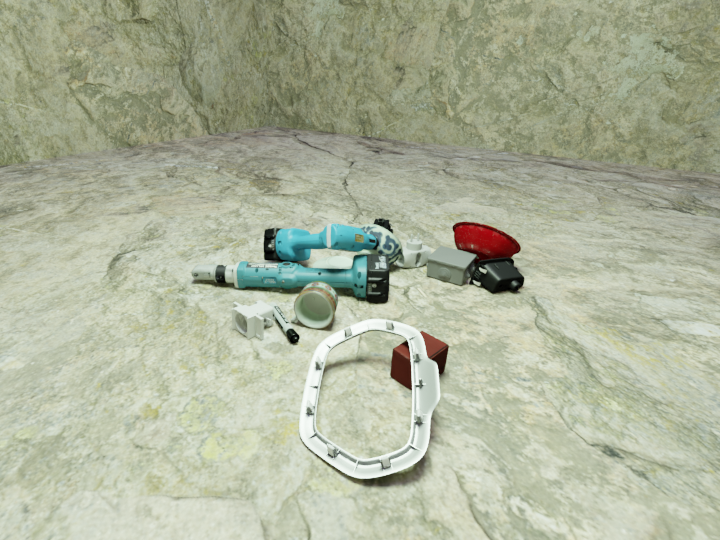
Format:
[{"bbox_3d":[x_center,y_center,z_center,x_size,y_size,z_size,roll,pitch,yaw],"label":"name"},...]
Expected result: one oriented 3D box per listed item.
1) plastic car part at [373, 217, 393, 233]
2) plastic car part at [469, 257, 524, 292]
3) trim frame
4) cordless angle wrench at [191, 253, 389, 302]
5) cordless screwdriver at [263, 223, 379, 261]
[{"bbox_3d":[0.055,-0.100,1.148,0.067,0.066,0.205,11,29,3],"label":"plastic car part"},{"bbox_3d":[0.310,0.016,0.919,0.113,0.064,0.075,-5,40,-22],"label":"plastic car part"},{"bbox_3d":[0.012,0.154,0.576,0.188,0.026,0.253,-5,36,12],"label":"trim frame"},{"bbox_3d":[-0.154,0.010,0.898,0.427,0.072,0.099,1,24,6],"label":"cordless angle wrench"},{"bbox_3d":[-0.093,-0.061,0.947,0.260,0.075,0.151,-3,-5,40],"label":"cordless screwdriver"}]
